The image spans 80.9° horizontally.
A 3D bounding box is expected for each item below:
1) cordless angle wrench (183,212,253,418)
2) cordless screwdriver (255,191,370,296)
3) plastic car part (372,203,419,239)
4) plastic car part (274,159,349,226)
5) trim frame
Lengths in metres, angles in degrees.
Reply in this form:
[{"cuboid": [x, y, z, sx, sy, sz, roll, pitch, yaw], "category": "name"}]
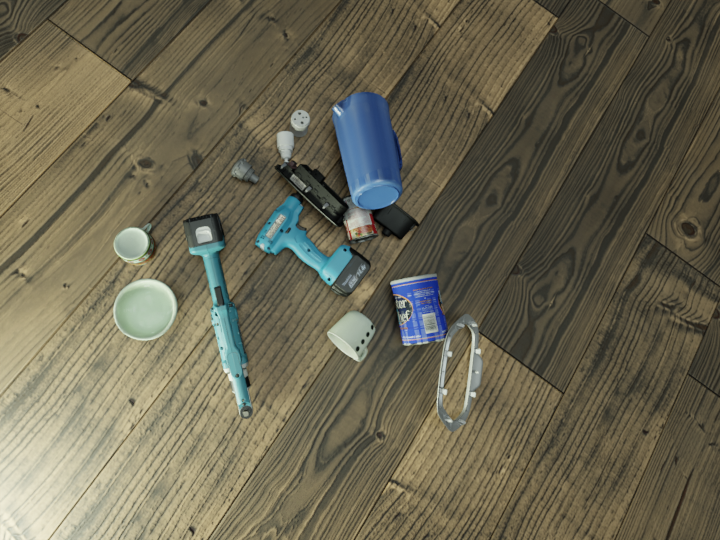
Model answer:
[{"cuboid": [-0.284, 0.095, 0.884, 0.073, 0.099, 0.425, -14, 86, -13], "category": "cordless angle wrench"}, {"cuboid": [-0.092, -0.060, 0.944, 0.250, 0.074, 0.159, 32, 76, 3], "category": "cordless screwdriver"}, {"cuboid": [0.073, -0.116, 0.987, 0.116, 0.066, 0.071, 40, 91, -4], "category": "plastic car part"}, {"cuboid": [-0.098, -0.180, 0.947, 0.067, 0.064, 0.207, -44, 80, 14], "category": "plastic car part"}, {"cuboid": [0.217, 0.218, 0.907, 0.174, 0.029, 0.250, 19, 76, -49], "category": "trim frame"}]
